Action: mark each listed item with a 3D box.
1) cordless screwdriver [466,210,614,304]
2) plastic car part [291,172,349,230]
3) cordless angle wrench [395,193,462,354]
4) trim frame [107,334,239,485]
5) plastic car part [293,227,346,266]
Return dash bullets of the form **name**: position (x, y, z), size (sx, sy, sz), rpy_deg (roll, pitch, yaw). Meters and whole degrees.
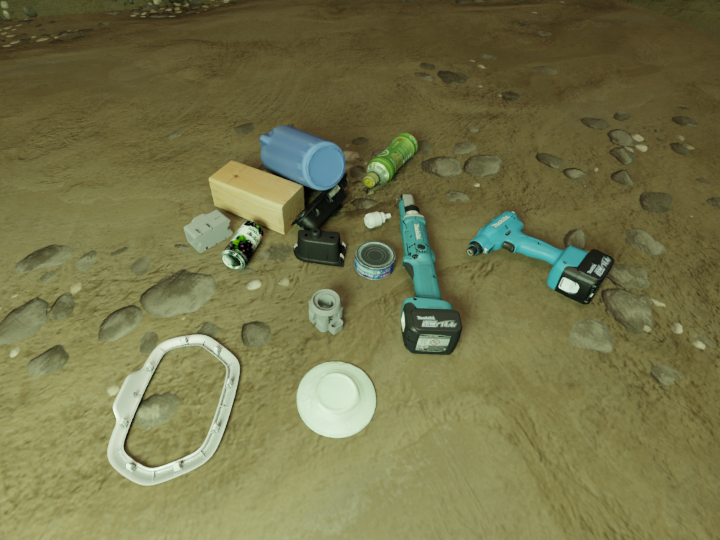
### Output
- **cordless screwdriver**: position (0.356, -0.025, 0.866), size (0.156, 0.072, 0.263), rpy_deg (-33, 51, -28)
- **plastic car part**: position (-0.089, -0.151, 0.996), size (0.069, 0.065, 0.201), rpy_deg (-12, 27, 46)
- **cordless angle wrench**: position (0.120, -0.028, 0.874), size (0.098, 0.072, 0.436), rpy_deg (0, 44, -2)
- **trim frame**: position (-0.297, 0.207, 0.679), size (0.186, 0.026, 0.254), rpy_deg (3, 48, 5)
- **plastic car part**: position (-0.088, -0.058, 0.900), size (0.117, 0.069, 0.067), rpy_deg (8, 45, 3)
